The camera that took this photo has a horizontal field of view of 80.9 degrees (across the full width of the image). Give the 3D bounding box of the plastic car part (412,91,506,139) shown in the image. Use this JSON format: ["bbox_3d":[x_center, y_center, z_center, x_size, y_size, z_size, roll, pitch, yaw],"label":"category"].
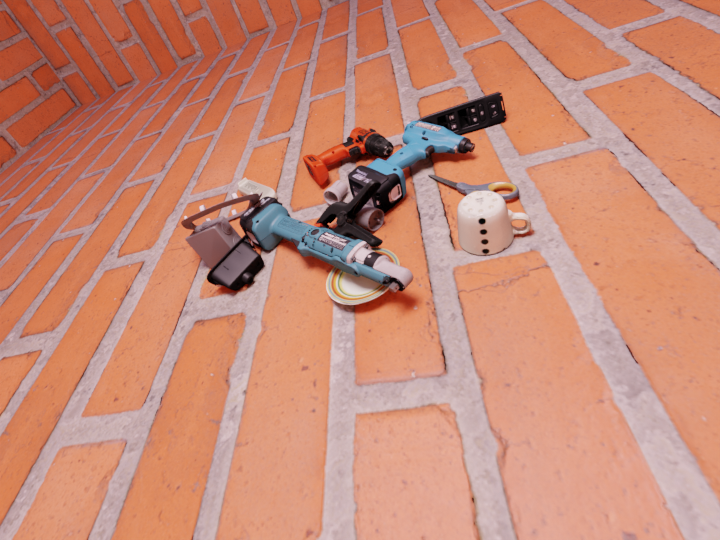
[{"bbox_3d":[0.213,-0.344,0.958,0.206,0.063,0.069,-16,31,11],"label":"plastic car part"}]

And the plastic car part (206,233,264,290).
[{"bbox_3d":[-0.235,-0.002,0.834,0.074,0.063,0.116,25,63,26],"label":"plastic car part"}]

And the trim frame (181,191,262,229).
[{"bbox_3d":[-0.299,-0.130,0.924,0.181,0.027,0.252,-21,4,-14],"label":"trim frame"}]

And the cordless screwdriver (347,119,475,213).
[{"bbox_3d":[0.103,-0.213,0.861,0.168,0.071,0.246,29,64,36],"label":"cordless screwdriver"}]

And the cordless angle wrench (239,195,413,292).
[{"bbox_3d":[-0.075,-0.049,0.770,0.097,0.071,0.448,-44,42,-21],"label":"cordless angle wrench"}]
